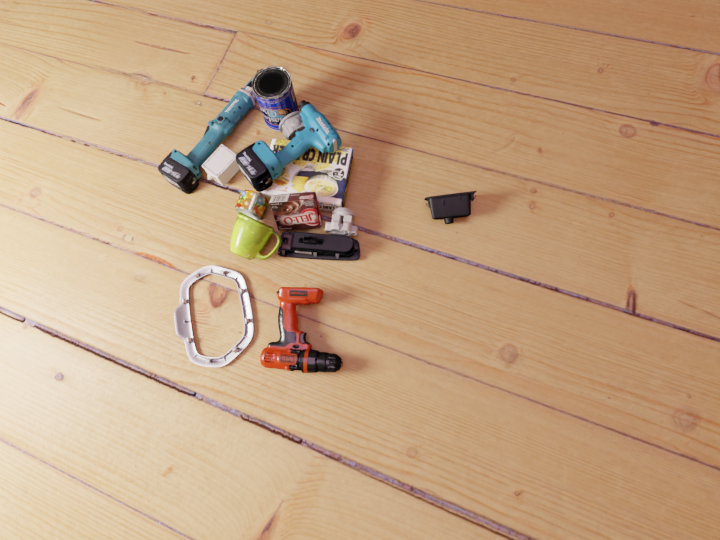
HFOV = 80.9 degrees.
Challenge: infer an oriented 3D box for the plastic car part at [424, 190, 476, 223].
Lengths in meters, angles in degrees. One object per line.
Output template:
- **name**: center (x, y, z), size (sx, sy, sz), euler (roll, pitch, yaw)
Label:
- **plastic car part**: center (0.216, -0.148, 1.015), size (0.118, 0.065, 0.071), euler (-9, 86, 6)

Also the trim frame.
- **trim frame**: center (-0.352, 0.104, 1.009), size (0.185, 0.027, 0.255), euler (-15, 72, 2)

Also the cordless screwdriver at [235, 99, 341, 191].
- **cordless screwdriver**: center (-0.188, -0.312, 1.037), size (0.247, 0.072, 0.164), euler (-32, 72, -8)

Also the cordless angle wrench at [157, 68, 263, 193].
- **cordless angle wrench**: center (-0.379, -0.400, 1.162), size (0.101, 0.072, 0.422), euler (31, 75, 13)

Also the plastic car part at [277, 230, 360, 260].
- **plastic car part**: center (-0.100, -0.065, 1.021), size (0.205, 0.065, 0.067), euler (7, 66, 6)
